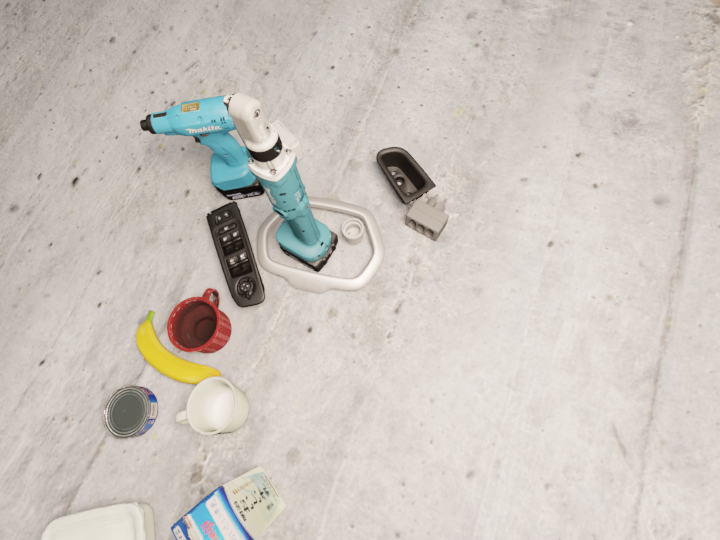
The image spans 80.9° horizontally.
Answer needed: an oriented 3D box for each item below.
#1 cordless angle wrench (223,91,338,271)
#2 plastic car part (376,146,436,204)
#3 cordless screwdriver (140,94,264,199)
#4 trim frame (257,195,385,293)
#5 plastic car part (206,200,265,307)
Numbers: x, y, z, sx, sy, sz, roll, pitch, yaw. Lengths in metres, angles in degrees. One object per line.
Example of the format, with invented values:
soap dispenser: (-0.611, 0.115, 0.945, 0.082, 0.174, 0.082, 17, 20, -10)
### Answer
cordless angle wrench: (-0.105, -0.105, 0.612, 0.101, 0.411, 0.074, 29, 76, 12)
plastic car part: (0.078, -0.172, 0.793, 0.066, 0.069, 0.121, -31, 70, -5)
cordless screwdriver: (-0.269, -0.214, 0.767, 0.160, 0.241, 0.076, -6, 72, 3)
trim frame: (-0.078, -0.051, 0.794, 0.254, 0.027, 0.186, 11, 72, 12)
plastic car part: (-0.225, -0.023, 0.784, 0.066, 0.065, 0.210, -22, 69, -2)
